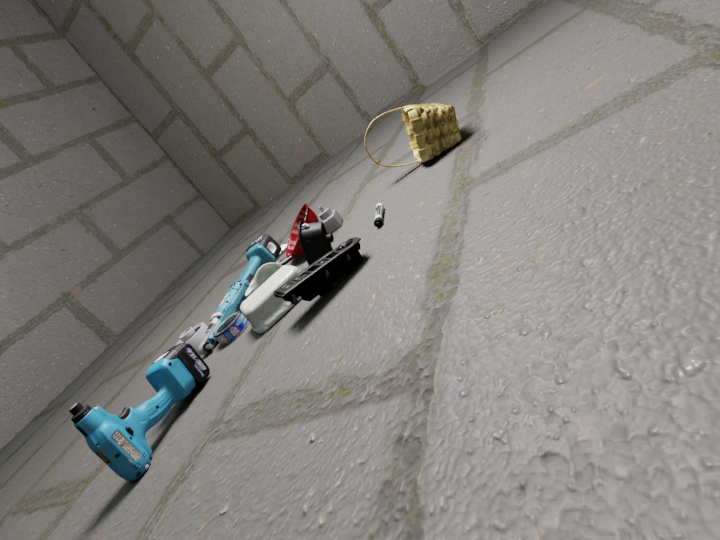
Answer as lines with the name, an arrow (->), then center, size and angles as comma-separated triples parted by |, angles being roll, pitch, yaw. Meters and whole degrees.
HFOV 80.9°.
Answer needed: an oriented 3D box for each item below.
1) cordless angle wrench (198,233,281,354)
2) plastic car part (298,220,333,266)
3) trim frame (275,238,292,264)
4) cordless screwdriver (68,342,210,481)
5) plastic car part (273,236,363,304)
cordless angle wrench -> -0.337, 0.059, 1.170 | 0.100, 0.071, 0.428 | -28, 28, 34
plastic car part -> -0.096, -0.063, 0.979 | 0.072, 0.113, 0.067 | -9, 24, 13
trim frame -> -0.221, -0.078, 1.354 | 0.190, 0.027, 0.247 | -15, 32, 52
cordless screwdriver -> -0.398, 0.231, 0.782 | 0.076, 0.155, 0.250 | -32, 17, 26
plastic car part -> -0.067, 0.004, 0.815 | 0.201, 0.066, 0.068 | -41, 9, -21
